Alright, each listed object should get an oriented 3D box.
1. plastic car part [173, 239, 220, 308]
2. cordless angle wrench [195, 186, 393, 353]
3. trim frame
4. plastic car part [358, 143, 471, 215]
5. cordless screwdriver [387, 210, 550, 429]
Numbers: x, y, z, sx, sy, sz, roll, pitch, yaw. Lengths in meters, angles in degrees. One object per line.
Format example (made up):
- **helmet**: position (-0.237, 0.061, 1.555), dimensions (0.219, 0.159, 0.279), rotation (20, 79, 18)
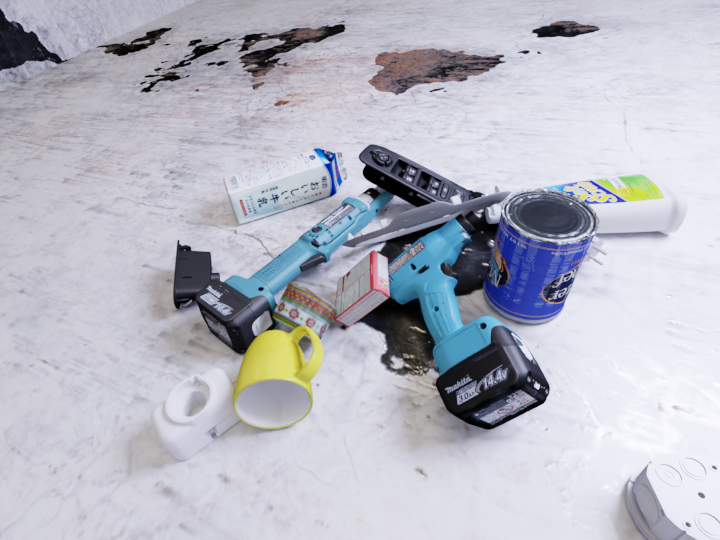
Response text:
- **plastic car part**: position (-0.263, 0.011, 0.682), dimensions (0.069, 0.064, 0.122), rotation (-6, 44, -17)
- **cordless angle wrench**: position (-0.067, -0.044, 0.684), dimensions (0.103, 0.071, 0.417), rotation (25, 52, 32)
- **trim frame**: position (0.090, -0.075, 0.616), dimensions (0.253, 0.027, 0.180), rotation (-15, 1, 14)
- **plastic car part**: position (0.086, -0.151, 0.729), dimensions (0.202, 0.067, 0.066), rotation (30, 62, -3)
- **cordless screwdriver**: position (0.125, 0.042, 0.503), dimensions (0.160, 0.070, 0.261), rotation (-42, 40, 17)
